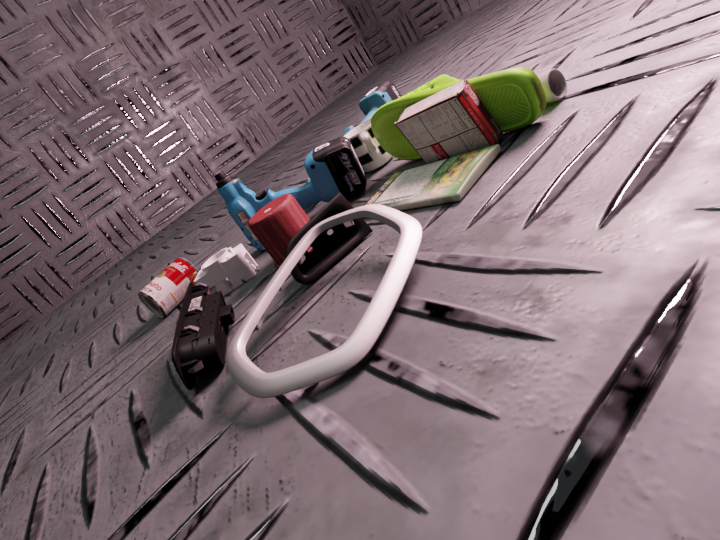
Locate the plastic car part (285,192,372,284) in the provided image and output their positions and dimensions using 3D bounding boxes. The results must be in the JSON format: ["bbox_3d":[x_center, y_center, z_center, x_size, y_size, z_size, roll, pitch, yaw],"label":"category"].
[{"bbox_3d":[-0.054,-0.035,0.553,0.116,0.065,0.072,-43,7,-11],"label":"plastic car part"}]

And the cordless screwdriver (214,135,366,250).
[{"bbox_3d":[-0.123,-0.153,0.737,0.252,0.154,0.076,-27,21,15],"label":"cordless screwdriver"}]

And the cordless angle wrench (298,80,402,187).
[{"bbox_3d":[-0.017,-0.278,0.931,0.077,0.094,0.423,-13,36,44],"label":"cordless angle wrench"}]

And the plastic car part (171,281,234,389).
[{"bbox_3d":[-0.192,0.073,0.529,0.066,0.065,0.209,-10,21,-8],"label":"plastic car part"}]

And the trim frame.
[{"bbox_3d":[-0.037,0.016,0.421,0.193,0.026,0.249,-2,47,37],"label":"trim frame"}]
